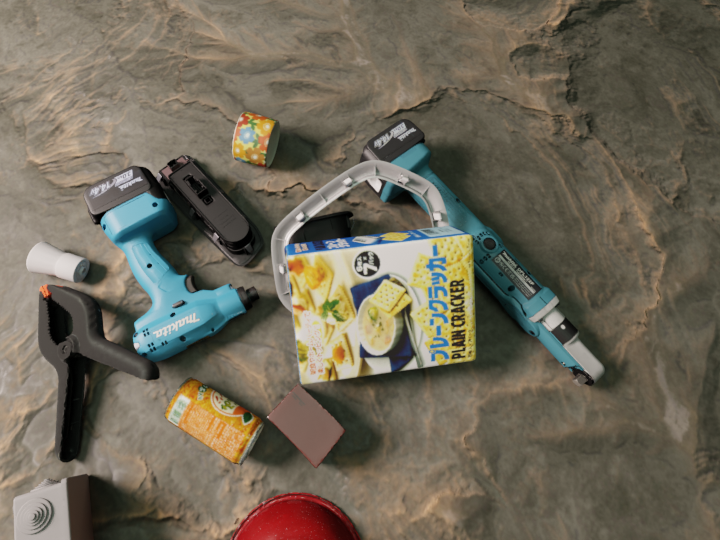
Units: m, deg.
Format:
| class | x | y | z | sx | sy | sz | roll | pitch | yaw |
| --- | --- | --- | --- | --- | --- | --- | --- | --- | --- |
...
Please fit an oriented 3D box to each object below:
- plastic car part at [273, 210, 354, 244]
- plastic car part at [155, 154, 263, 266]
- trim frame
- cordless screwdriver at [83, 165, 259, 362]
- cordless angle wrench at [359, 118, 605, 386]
| class | x | y | z | sx | sy | sz | roll | pitch | yaw |
| --- | --- | --- | --- | --- | --- | --- | --- | --- | --- |
| plastic car part | -0.057 | -0.037 | 0.585 | 0.115 | 0.066 | 0.071 | -11 | 86 | -10 |
| plastic car part | -0.214 | -0.095 | 0.600 | 0.065 | 0.066 | 0.208 | -39 | 77 | -24 |
| trim frame | 0.000 | -0.029 | 0.545 | 0.248 | 0.028 | 0.180 | -36 | 100 | 1 |
| cordless screwdriver | -0.252 | -0.023 | 0.564 | 0.157 | 0.073 | 0.255 | -26 | 76 | -12 |
| cordless angle wrench | 0.163 | -0.028 | 0.579 | 0.097 | 0.073 | 0.434 | -36 | 76 | -15 |
